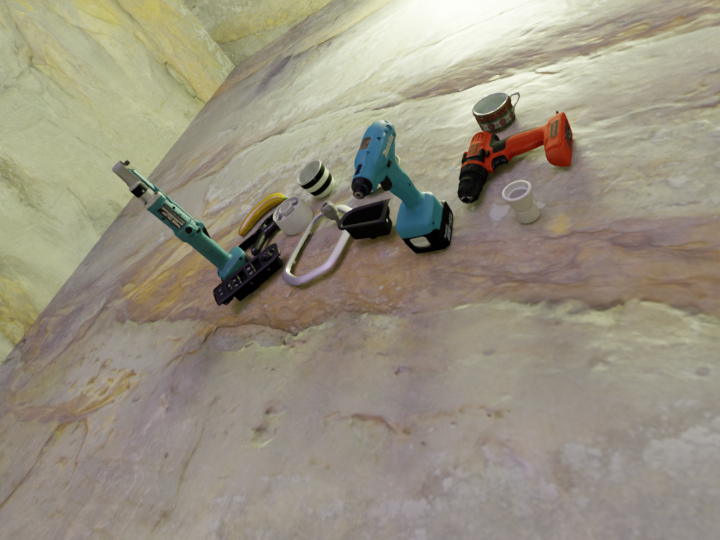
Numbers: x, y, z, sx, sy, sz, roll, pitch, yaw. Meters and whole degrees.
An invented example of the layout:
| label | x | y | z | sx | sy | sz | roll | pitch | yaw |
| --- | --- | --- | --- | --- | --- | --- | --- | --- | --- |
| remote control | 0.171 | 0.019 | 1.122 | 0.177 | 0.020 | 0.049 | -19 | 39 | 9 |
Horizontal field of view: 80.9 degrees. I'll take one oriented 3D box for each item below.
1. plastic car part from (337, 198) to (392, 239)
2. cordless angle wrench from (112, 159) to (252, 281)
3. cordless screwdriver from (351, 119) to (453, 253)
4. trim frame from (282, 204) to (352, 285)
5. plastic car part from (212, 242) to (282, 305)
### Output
| label | x | y | z | sx | sy | sz | roll | pitch | yaw |
| --- | --- | --- | --- | --- | --- | --- | --- | --- | --- |
| plastic car part | 0.019 | -0.096 | 0.891 | 0.121 | 0.067 | 0.067 | -11 | 46 | 36 |
| cordless angle wrench | -0.421 | -0.104 | 1.027 | 0.098 | 0.401 | 0.078 | -49 | 34 | -9 |
| cordless screwdriver | 0.069 | -0.117 | 0.723 | 0.077 | 0.236 | 0.161 | -12 | 45 | 37 |
| trim frame | -0.098 | -0.064 | 1.004 | 0.193 | 0.026 | 0.250 | -4 | 51 | 40 |
| plastic car part | -0.270 | 0.017 | 1.052 | 0.203 | 0.063 | 0.070 | -42 | 35 | 1 |
